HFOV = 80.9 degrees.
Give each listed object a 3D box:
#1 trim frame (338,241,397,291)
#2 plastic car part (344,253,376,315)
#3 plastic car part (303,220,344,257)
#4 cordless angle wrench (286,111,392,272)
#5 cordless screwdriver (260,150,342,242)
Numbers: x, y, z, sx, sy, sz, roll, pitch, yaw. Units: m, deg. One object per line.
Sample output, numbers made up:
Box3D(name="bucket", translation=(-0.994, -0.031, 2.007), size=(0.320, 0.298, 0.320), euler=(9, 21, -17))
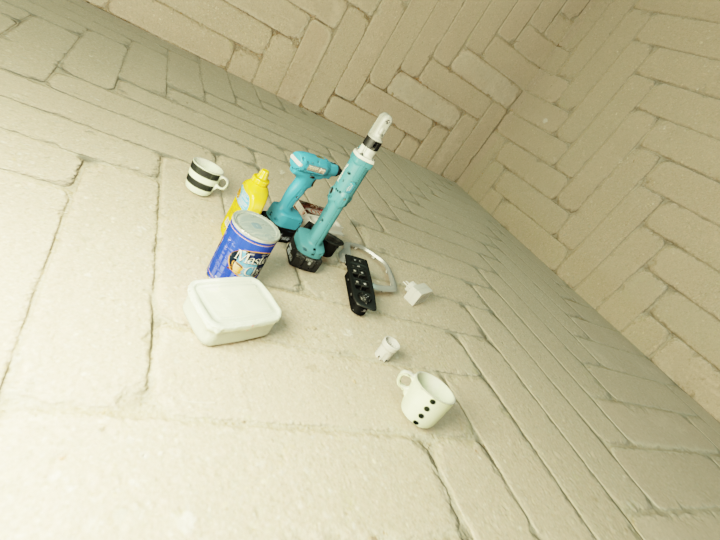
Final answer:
Box3D(name="trim frame", translation=(0.021, -0.012, 1.246), size=(0.178, 0.027, 0.257), euler=(23, 26, -18))
Box3D(name="plastic car part", translation=(-0.009, 0.040, 1.068), size=(0.064, 0.067, 0.211), euler=(22, 26, -23))
Box3D(name="plastic car part", translation=(-0.113, -0.074, 1.155), size=(0.117, 0.071, 0.066), euler=(33, 24, 0))
Box3D(name="cordless angle wrench", translation=(-0.048, -0.180, 1.005), size=(0.071, 0.423, 0.102), euler=(21, 28, -29))
Box3D(name="cordless screwdriver", translation=(-0.157, -0.189, 1.104), size=(0.151, 0.249, 0.078), euler=(3, 39, -49))
